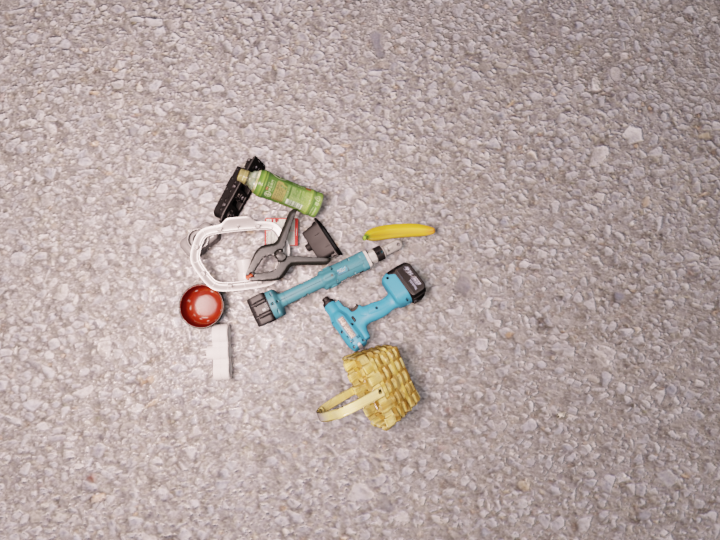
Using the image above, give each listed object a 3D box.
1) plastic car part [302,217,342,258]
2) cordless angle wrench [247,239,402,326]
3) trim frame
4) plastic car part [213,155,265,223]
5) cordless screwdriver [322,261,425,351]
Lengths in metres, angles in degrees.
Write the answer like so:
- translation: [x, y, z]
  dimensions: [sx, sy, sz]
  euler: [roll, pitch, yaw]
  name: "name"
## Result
- translation: [-0.108, -0.071, 1.108]
  dimensions: [0.071, 0.065, 0.118]
  euler: [-38, 84, 8]
  name: "plastic car part"
- translation: [-0.080, 0.018, 1.082]
  dimensions: [0.420, 0.098, 0.075]
  euler: [-26, 85, -8]
  name: "cordless angle wrench"
- translation: [-0.301, -0.043, 1.066]
  dimensions: [0.245, 0.028, 0.185]
  euler: [-6, 83, -10]
  name: "trim frame"
- translation: [-0.328, -0.208, 1.114]
  dimensions: [0.069, 0.064, 0.203]
  euler: [21, 82, 12]
  name: "plastic car part"
- translation: [0.033, 0.071, 1.079]
  dimensions: [0.248, 0.071, 0.166]
  euler: [-37, 65, -5]
  name: "cordless screwdriver"
